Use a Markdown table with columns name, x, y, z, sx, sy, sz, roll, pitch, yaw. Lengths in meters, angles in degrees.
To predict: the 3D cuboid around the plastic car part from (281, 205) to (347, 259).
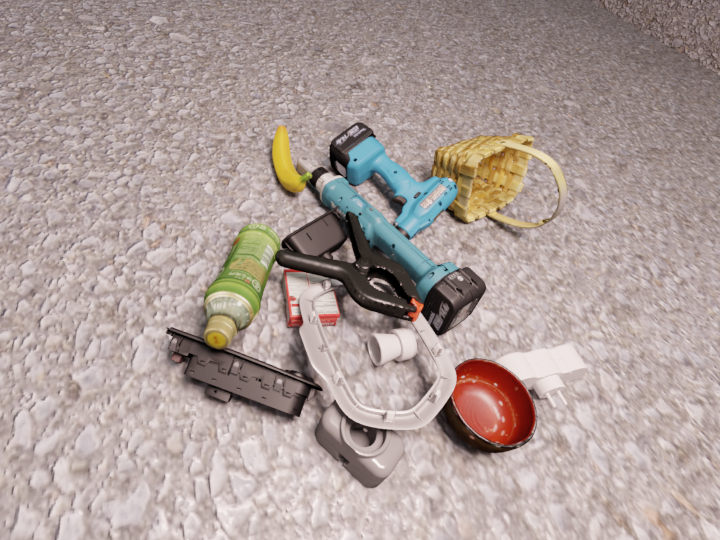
| name | x | y | z | sx | sy | sz | roll | pitch | yaw |
| --- | --- | --- | --- | --- | --- | --- | --- | --- | --- |
| plastic car part | -0.068 | -0.044 | 0.694 | 0.072 | 0.066 | 0.114 | 48 | 56 | 7 |

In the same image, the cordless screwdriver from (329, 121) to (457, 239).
| name | x | y | z | sx | sy | sz | roll | pitch | yaw |
| --- | --- | --- | --- | --- | --- | --- | --- | --- | --- |
| cordless screwdriver | 0.039 | -0.166 | 0.806 | 0.259 | 0.072 | 0.158 | 39 | 73 | 20 |

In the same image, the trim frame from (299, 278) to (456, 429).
| name | x | y | z | sx | sy | sz | roll | pitch | yaw |
| --- | --- | --- | --- | --- | --- | --- | --- | --- | --- |
| trim frame | 0.015 | 0.088 | 0.548 | 0.179 | 0.027 | 0.261 | -8 | 44 | -20 |

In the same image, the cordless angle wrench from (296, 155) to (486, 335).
| name | x | y | z | sx | sy | sz | roll | pitch | yaw |
| --- | --- | --- | --- | --- | --- | --- | --- | --- | --- |
| cordless angle wrench | 0.015 | -0.077 | 0.720 | 0.072 | 0.096 | 0.444 | -25 | 56 | -29 |

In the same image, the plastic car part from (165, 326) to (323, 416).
| name | x | y | z | sx | sy | sz | roll | pitch | yaw |
| --- | --- | --- | --- | --- | --- | --- | --- | --- | --- |
| plastic car part | -0.145 | 0.128 | 0.515 | 0.204 | 0.065 | 0.068 | 16 | 61 | 2 |
